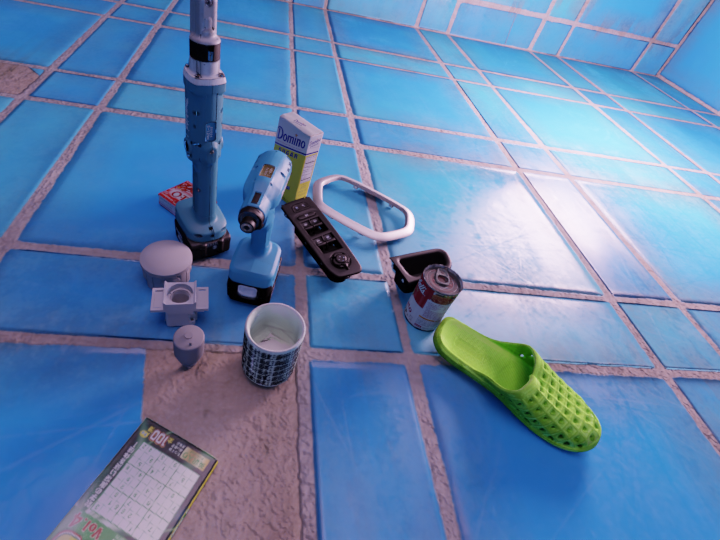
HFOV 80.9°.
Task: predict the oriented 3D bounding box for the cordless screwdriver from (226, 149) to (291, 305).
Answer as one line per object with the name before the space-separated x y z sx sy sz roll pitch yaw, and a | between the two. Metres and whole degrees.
cordless screwdriver | -0.155 -0.039 0.630 0.074 0.245 0.163 14 43 -6

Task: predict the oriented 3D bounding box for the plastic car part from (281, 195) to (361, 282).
plastic car part | -0.078 -0.051 0.795 0.064 0.066 0.213 -18 52 -33

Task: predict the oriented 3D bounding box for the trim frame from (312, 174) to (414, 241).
trim frame | 0.004 -0.142 0.942 0.255 0.027 0.183 27 44 13

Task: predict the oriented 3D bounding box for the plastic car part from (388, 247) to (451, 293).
plastic car part | 0.110 0.007 0.784 0.113 0.070 0.069 -11 50 -27

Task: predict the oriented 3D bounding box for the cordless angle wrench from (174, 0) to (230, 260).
cordless angle wrench | -0.239 -0.193 0.641 0.072 0.416 0.103 -18 55 -34
